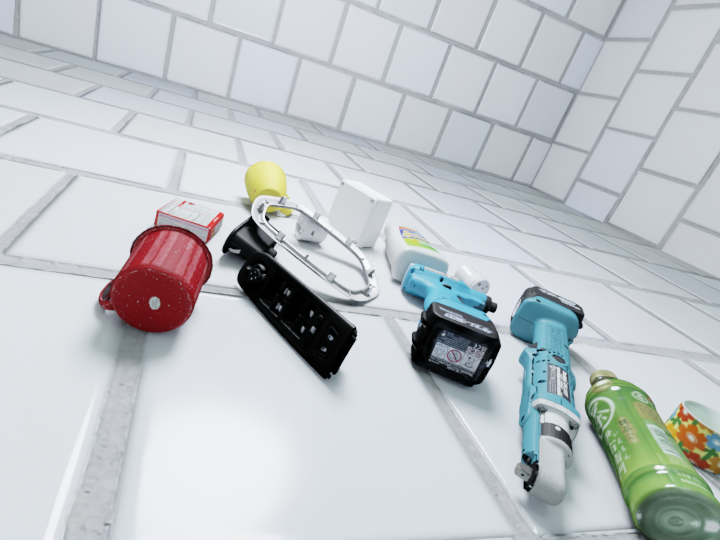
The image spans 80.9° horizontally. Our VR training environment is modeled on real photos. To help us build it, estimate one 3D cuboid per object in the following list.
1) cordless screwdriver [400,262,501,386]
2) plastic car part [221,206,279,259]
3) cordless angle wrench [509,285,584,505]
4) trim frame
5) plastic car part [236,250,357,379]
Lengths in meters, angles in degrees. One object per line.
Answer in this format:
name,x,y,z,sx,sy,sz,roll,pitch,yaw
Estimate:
cordless screwdriver,0.145,0.068,0.614,0.160,0.074,0.250,19,19,-1
plastic car part,-0.160,-0.043,0.656,0.070,0.066,0.117,33,24,-6
cordless angle wrench,0.240,0.133,0.545,0.101,0.073,0.414,25,26,14
trim frame,-0.066,-0.043,0.679,0.249,0.028,0.183,40,27,1
plastic car part,-0.077,0.040,0.518,0.214,0.066,0.064,34,16,33
